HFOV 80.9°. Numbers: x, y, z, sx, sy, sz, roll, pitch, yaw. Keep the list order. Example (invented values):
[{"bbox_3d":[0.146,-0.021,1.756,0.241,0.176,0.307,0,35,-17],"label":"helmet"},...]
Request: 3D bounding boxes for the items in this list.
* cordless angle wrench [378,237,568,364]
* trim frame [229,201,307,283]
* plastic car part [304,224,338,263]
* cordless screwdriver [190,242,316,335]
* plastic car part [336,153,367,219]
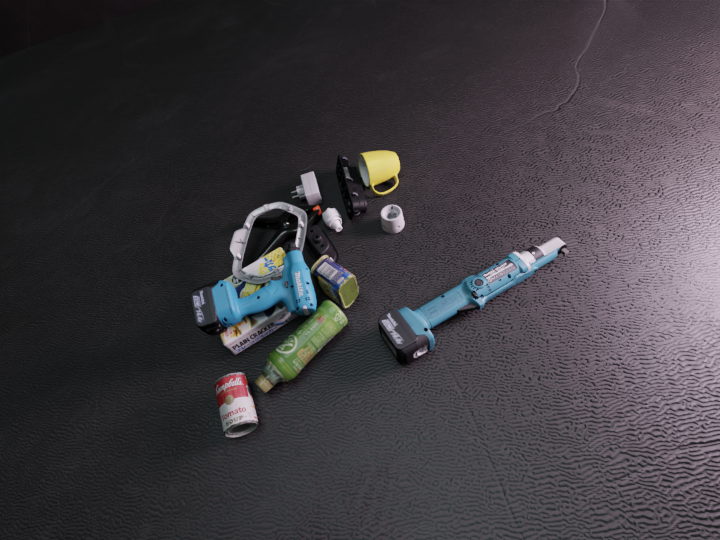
[{"bbox_3d":[0.236,0.041,0.852,0.420,0.071,0.103,-29,54,-8],"label":"cordless angle wrench"},{"bbox_3d":[-0.220,-0.075,1.008,0.189,0.026,0.254,-5,54,15],"label":"trim frame"},{"bbox_3d":[-0.099,-0.065,1.017,0.065,0.067,0.123,-32,52,-7],"label":"plastic car part"},{"bbox_3d":[-0.226,0.038,0.891,0.249,0.072,0.164,-14,65,0],"label":"cordless screwdriver"},{"bbox_3d":[-0.023,-0.214,1.108,0.065,0.065,0.210,3,51,-16],"label":"plastic car part"}]
